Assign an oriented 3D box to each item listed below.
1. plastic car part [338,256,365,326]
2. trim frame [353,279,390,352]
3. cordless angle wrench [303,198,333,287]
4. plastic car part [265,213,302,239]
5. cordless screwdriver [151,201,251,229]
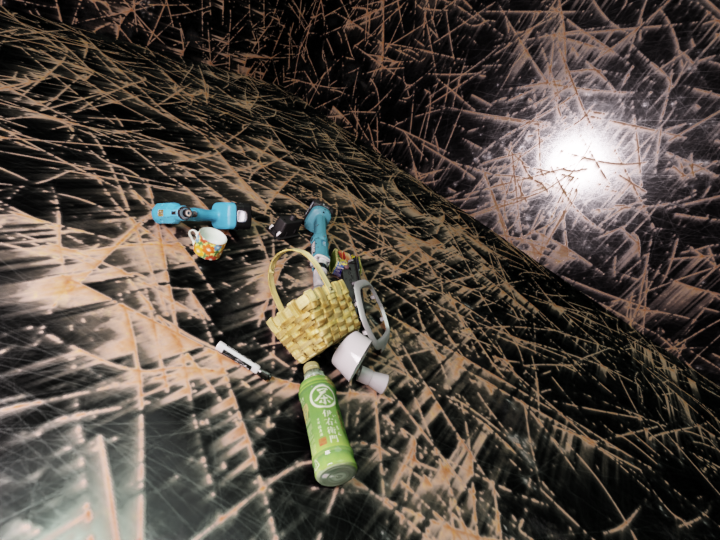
[{"bbox_3d":[-0.023,0.055,1.145,0.065,0.065,0.211,1,48,-18],"label":"plastic car part"},{"bbox_3d":[0.030,0.111,1.058,0.186,0.028,0.243,68,12,4],"label":"trim frame"},{"bbox_3d":[-0.127,-0.083,1.302,0.072,0.098,0.437,24,29,-21],"label":"cordless angle wrench"},{"bbox_3d":[-0.228,-0.144,1.328,0.069,0.071,0.112,42,31,20],"label":"plastic car part"},{"bbox_3d":[-0.388,-0.143,1.088,0.167,0.074,0.237,6,7,42],"label":"cordless screwdriver"}]
